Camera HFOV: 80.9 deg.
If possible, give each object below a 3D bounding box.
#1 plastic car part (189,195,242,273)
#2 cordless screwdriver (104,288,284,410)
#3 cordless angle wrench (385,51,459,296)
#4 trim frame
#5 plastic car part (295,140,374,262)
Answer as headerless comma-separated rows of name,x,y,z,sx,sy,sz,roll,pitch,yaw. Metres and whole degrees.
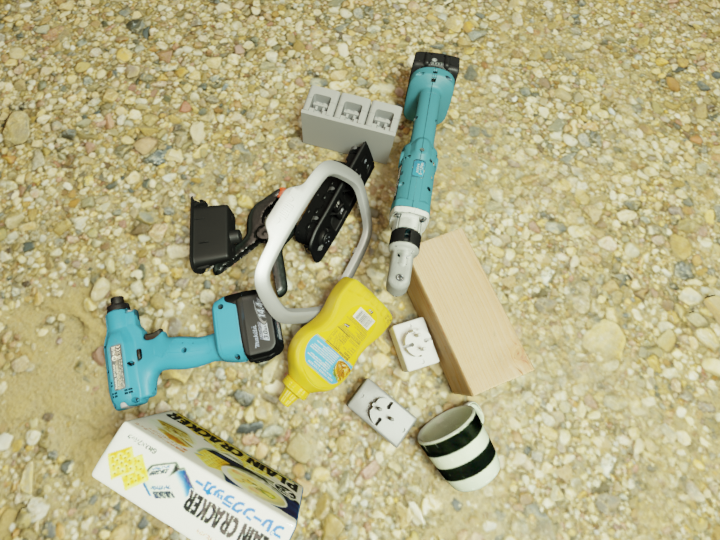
plastic car part,-0.213,-0.052,0.633,0.071,0.063,0.120,-13,63,2
cordless screwdriver,-0.242,0.084,0.604,0.248,0.072,0.163,-18,72,-2
cordless angle wrench,0.084,-0.157,0.617,0.075,0.095,0.430,11,60,3
trim frame,-0.059,-0.039,0.604,0.029,0.174,0.249,13,68,43
plastic car part,-0.046,-0.112,0.669,0.069,0.064,0.204,17,72,17
